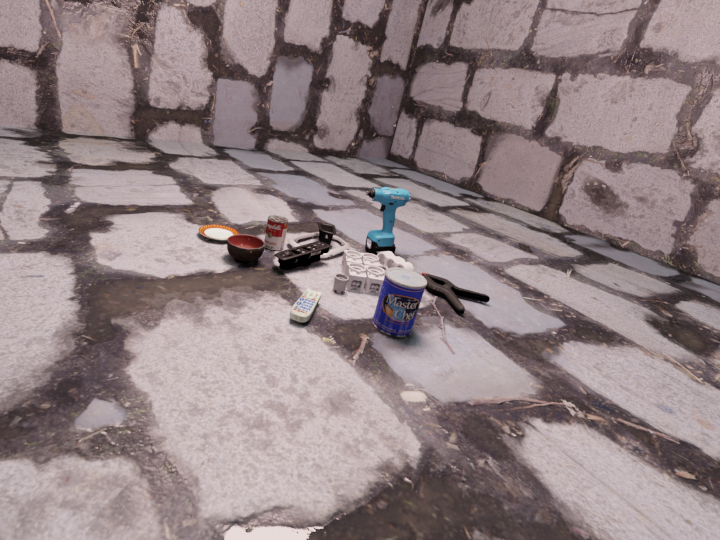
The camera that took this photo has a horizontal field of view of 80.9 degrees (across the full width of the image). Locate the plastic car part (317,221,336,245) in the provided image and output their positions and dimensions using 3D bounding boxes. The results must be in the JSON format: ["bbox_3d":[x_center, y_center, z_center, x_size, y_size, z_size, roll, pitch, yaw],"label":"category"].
[{"bbox_3d":[-0.123,-0.121,1.492,0.065,0.070,0.120,9,22,-11],"label":"plastic car part"}]

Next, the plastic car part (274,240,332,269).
[{"bbox_3d":[-0.180,-0.044,1.289,0.070,0.066,0.195,28,28,34],"label":"plastic car part"}]

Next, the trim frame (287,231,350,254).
[{"bbox_3d":[-0.144,-0.094,1.474,0.193,0.027,0.241,23,25,26],"label":"trim frame"}]

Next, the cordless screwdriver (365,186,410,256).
[{"bbox_3d":[0.070,-0.169,1.469,0.153,0.245,0.078,3,24,-25],"label":"cordless screwdriver"}]
